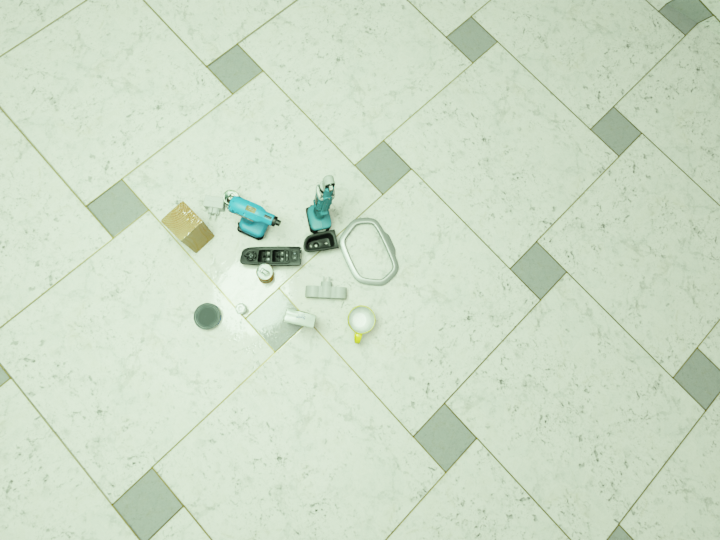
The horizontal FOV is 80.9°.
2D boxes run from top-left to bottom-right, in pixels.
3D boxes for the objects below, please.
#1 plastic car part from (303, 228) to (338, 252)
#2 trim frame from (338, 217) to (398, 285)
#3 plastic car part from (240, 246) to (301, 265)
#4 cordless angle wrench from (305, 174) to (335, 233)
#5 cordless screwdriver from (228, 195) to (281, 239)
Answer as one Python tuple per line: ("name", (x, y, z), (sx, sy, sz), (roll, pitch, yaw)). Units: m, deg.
("plastic car part", (-0.140, -0.092, 1.435), (0.115, 0.071, 0.067), (-12, 82, -8))
("trim frame", (0.031, -0.065, 1.465), (0.182, 0.027, 0.252), (-24, 81, -9))
("plastic car part", (-0.300, -0.045, 1.416), (0.201, 0.067, 0.067), (1, 80, -5))
("cordless angle wrench", (-0.115, -0.205, 1.281), (0.073, 0.423, 0.099), (-11, 84, -11))
("cordless screwdriver", (-0.326, -0.156, 1.344), (0.159, 0.249, 0.074), (24, 79, -4))
